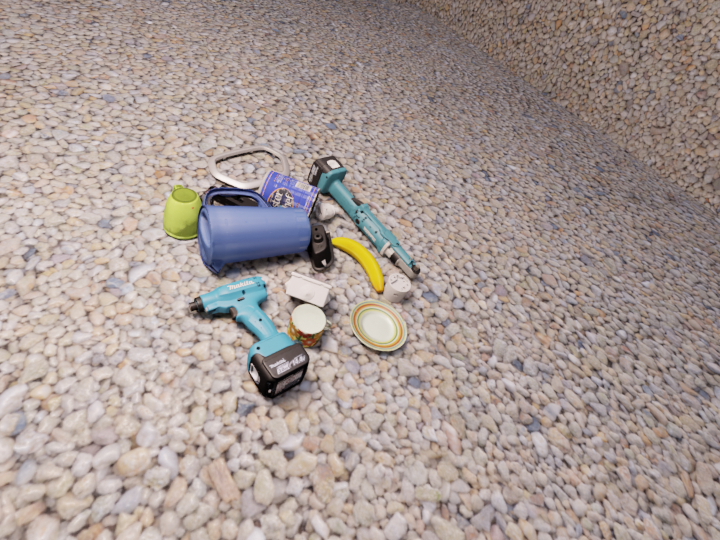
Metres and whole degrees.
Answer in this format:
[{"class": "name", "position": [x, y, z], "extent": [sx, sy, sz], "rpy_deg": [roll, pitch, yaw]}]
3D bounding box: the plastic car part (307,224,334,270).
[{"class": "plastic car part", "position": [-0.099, -0.065, 1.016], "extent": [0.066, 0.068, 0.121], "rpy_deg": [-12, 48, -3]}]

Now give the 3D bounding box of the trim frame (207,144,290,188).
[{"class": "trim frame", "position": [-0.315, -0.301, 1.214], "extent": [0.242, 0.027, 0.192], "rpy_deg": [-29, 62, -36]}]

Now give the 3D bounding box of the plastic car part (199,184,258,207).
[{"class": "plastic car part", "position": [-0.305, -0.164, 1.061], "extent": [0.206, 0.066, 0.066], "rpy_deg": [31, 37, 7]}]

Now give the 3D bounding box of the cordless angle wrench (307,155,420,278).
[{"class": "cordless angle wrench", "position": [0.010, -0.141, 1.134], "extent": [0.072, 0.097, 0.440], "rpy_deg": [-21, 61, -37]}]

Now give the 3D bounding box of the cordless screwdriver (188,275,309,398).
[{"class": "cordless screwdriver", "position": [-0.214, 0.120, 0.805], "extent": [0.154, 0.073, 0.262], "rpy_deg": [-16, 51, -32]}]
